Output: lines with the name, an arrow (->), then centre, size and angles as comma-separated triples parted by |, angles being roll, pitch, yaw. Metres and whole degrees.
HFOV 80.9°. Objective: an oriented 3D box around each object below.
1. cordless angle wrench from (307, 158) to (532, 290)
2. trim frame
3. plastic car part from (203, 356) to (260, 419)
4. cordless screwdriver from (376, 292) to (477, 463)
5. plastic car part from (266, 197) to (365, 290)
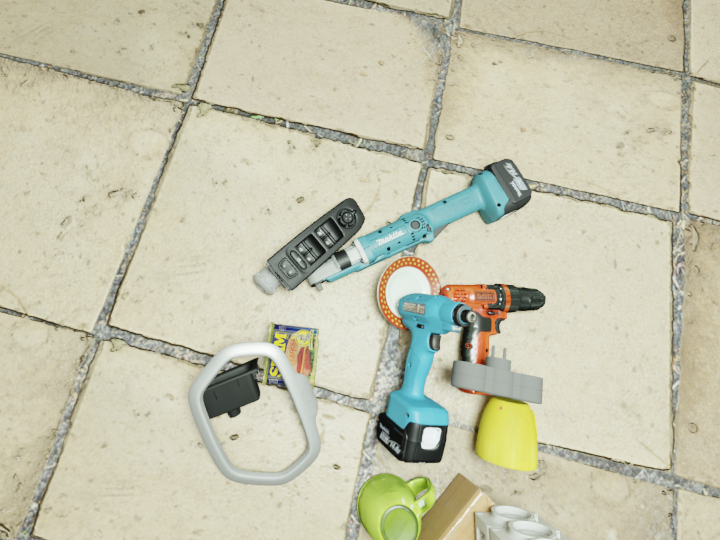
cordless angle wrench -> 0.096, -0.074, 0.764 | 0.420, 0.073, 0.100 | -25, 79, -6
trim frame -> -0.159, 0.227, 0.659 | 0.183, 0.028, 0.245 | -22, 98, -3
plastic car part -> -0.210, 0.201, 0.690 | 0.116, 0.067, 0.070 | -25, 94, -6
cordless screwdriver -> 0.103, 0.161, 0.643 | 0.071, 0.164, 0.250 | 12, 83, -25
plastic car part -> -0.073, -0.048, 0.747 | 0.201, 0.067, 0.067 | -43, 88, -17
